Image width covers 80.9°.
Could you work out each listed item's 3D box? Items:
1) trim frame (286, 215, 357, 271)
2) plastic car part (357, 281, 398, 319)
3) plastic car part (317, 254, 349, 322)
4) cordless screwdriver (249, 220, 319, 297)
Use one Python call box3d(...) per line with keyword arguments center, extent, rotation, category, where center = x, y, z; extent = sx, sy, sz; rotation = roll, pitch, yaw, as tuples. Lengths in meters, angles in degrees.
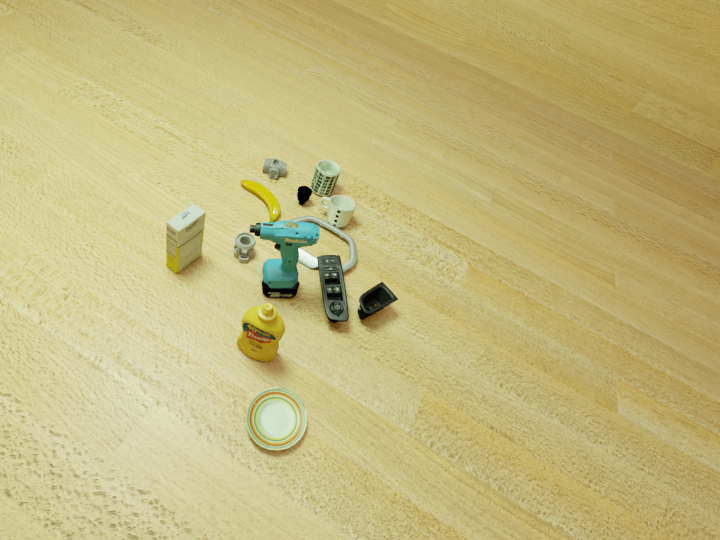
box3d(center=(-0.123, -0.081, 1.260), extent=(0.253, 0.027, 0.183), rotation=(30, 48, 9), category="trim frame")
box3d(center=(0.031, 0.092, 1.132), extent=(0.113, 0.070, 0.068), rotation=(-28, 65, -35), category="plastic car part")
box3d(center=(-0.078, 0.054, 1.131), extent=(0.064, 0.066, 0.211), rotation=(2, 50, -19), category="plastic car part")
box3d(center=(-0.206, -0.030, 1.041), extent=(0.155, 0.246, 0.077), rotation=(5, 51, -18), category="cordless screwdriver")
